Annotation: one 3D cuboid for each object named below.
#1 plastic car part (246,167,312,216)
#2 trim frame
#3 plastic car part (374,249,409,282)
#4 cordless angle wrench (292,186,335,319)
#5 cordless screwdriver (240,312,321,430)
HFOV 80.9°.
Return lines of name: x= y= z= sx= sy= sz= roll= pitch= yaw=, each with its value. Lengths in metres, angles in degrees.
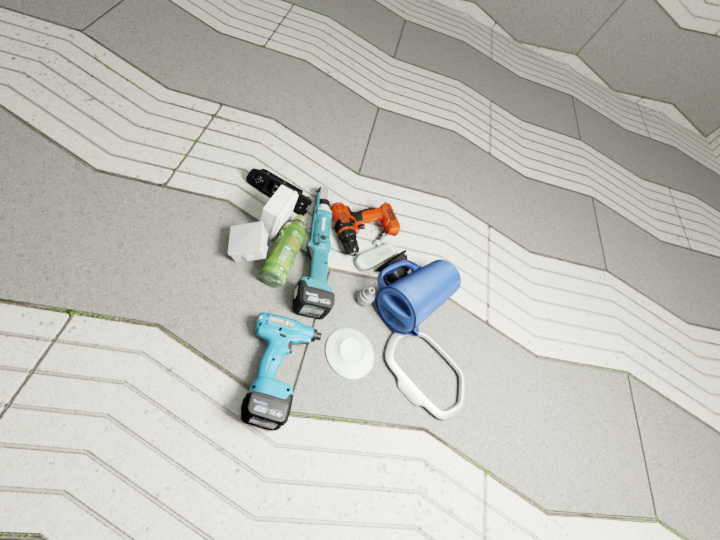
plastic car part: x=-0.233 y=-0.240 z=1.229 sx=0.202 sy=0.066 sz=0.067 roll=28 pitch=43 yaw=-3
trim frame: x=0.170 y=0.258 z=1.079 sx=0.253 sy=0.027 sz=0.180 roll=46 pitch=52 yaw=9
plastic car part: x=0.109 y=-0.006 z=1.216 sx=0.113 sy=0.067 sz=0.071 roll=-30 pitch=90 yaw=-38
cordless angle wrench: x=-0.114 y=-0.074 z=1.163 sx=0.095 sy=0.074 sz=0.435 roll=13 pitch=52 yaw=-16
cordless screwdriver: x=-0.172 y=0.219 z=0.941 sx=0.155 sy=0.074 sz=0.255 roll=14 pitch=50 yaw=-14
